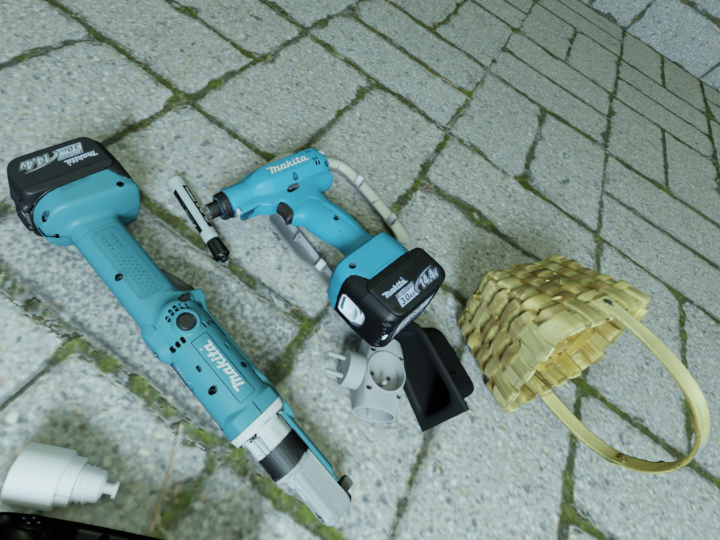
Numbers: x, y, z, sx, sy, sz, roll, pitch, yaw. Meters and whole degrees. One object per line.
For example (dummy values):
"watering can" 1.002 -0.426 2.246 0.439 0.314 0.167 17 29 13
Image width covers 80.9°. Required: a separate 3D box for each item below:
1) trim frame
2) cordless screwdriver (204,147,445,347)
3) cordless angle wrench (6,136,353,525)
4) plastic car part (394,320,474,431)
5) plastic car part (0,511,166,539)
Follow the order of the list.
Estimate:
"trim frame" -0.032 -0.068 0.557 0.179 0.027 0.255 -28 73 -34
"cordless screwdriver" -0.045 -0.029 0.459 0.155 0.073 0.259 -29 63 -28
"cordless angle wrench" -0.163 0.054 0.390 0.430 0.074 0.096 47 52 9
"plastic car part" 0.083 0.105 0.471 0.067 0.066 0.121 5 51 -41
"plastic car part" -0.168 0.213 0.286 0.200 0.067 0.067 24 77 -9
